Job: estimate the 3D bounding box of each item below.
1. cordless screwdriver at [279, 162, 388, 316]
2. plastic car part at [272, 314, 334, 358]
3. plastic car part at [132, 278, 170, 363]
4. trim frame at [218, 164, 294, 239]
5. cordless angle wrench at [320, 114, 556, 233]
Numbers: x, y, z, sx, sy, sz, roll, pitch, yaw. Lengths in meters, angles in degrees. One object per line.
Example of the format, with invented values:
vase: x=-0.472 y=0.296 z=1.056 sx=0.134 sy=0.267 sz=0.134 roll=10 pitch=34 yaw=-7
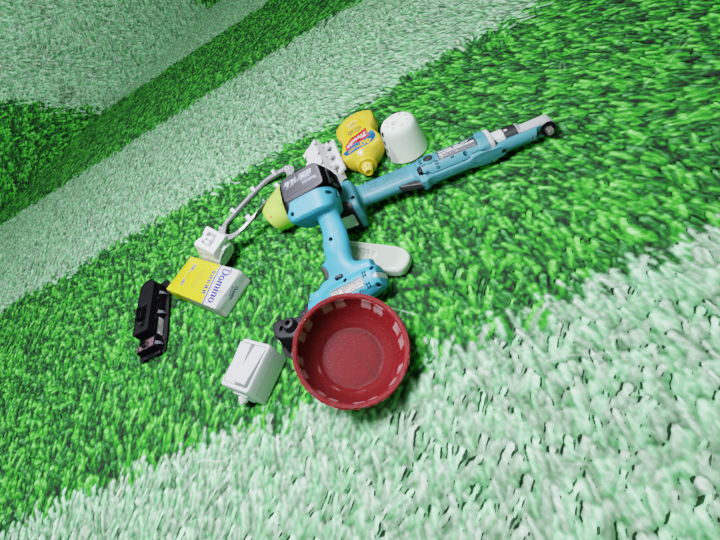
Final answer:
cordless screwdriver: x=-0.070 y=-0.046 z=0.720 sx=0.162 sy=0.071 sz=0.256 roll=-30 pitch=71 yaw=21
plastic car part: x=-0.092 y=0.099 z=0.672 sx=0.120 sy=0.067 sz=0.067 roll=-9 pitch=50 yaw=22
plastic car part: x=-0.455 y=0.094 z=0.913 sx=0.067 sy=0.063 sz=0.212 roll=-33 pitch=41 yaw=14
trim frame: x=-0.246 y=-0.159 z=0.979 sx=0.247 sy=0.026 sz=0.193 roll=-50 pitch=31 yaw=-14
cordless angle wrench: x=0.128 y=-0.182 z=0.766 sx=0.430 sy=0.070 sz=0.102 roll=-20 pitch=46 yaw=14
